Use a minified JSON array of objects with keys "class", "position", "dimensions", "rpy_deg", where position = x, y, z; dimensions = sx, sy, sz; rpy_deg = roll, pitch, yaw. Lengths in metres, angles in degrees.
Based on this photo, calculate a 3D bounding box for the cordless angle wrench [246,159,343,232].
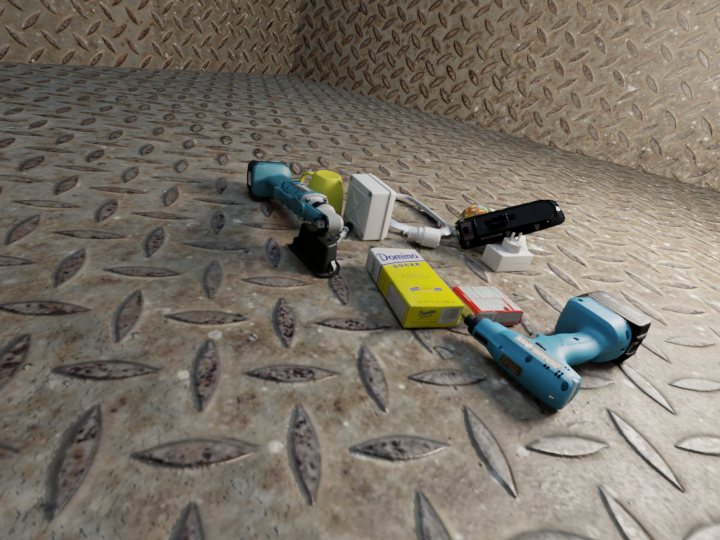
[{"class":"cordless angle wrench","position":[-0.128,-0.144,0.805],"dimensions":[0.094,0.073,0.445],"rpy_deg":[-3,22,-26]}]

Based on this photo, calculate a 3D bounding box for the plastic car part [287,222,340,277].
[{"class":"plastic car part","position":[-0.071,-0.047,0.731],"dimensions":[0.063,0.069,0.123],"rpy_deg":[-8,31,-31]}]

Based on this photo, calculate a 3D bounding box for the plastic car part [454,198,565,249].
[{"class":"plastic car part","position":[0.297,-0.102,0.851],"dimensions":[0.207,0.068,0.064],"rpy_deg":[-12,-21,16]}]

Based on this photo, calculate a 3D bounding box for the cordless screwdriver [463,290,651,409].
[{"class":"cordless screwdriver","position":[0.282,0.090,0.610],"dimensions":[0.240,0.073,0.168],"rpy_deg":[-14,37,-32]}]

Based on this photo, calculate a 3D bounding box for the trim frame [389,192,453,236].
[{"class":"trim frame","position":[0.109,-0.135,1.000],"dimensions":[0.178,0.027,0.262],"rpy_deg":[-4,30,-24]}]
